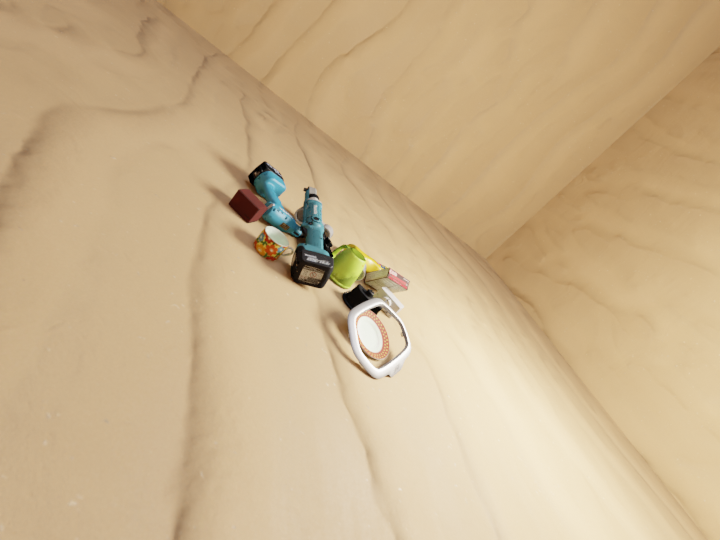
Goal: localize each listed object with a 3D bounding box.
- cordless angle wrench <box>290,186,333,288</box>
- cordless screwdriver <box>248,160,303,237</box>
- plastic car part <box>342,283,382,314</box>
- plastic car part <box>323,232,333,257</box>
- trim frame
[{"bbox_3d":[-0.134,-0.123,1.176,0.095,0.074,0.438,13,35,-16],"label":"cordless angle wrench"},{"bbox_3d":[-0.245,-0.205,1.257,0.150,0.075,0.261,36,21,-46],"label":"cordless screwdriver"},{"bbox_3d":[0.012,0.085,1.124,0.119,0.071,0.064,49,20,10],"label":"plastic car part"},{"bbox_3d":[-0.120,-0.078,1.223,0.063,0.067,0.213,44,11,-38],"label":"plastic car part"},{"bbox_3d":[0.047,0.161,1.018,0.240,0.028,0.187,-18,75,-58],"label":"trim frame"}]
